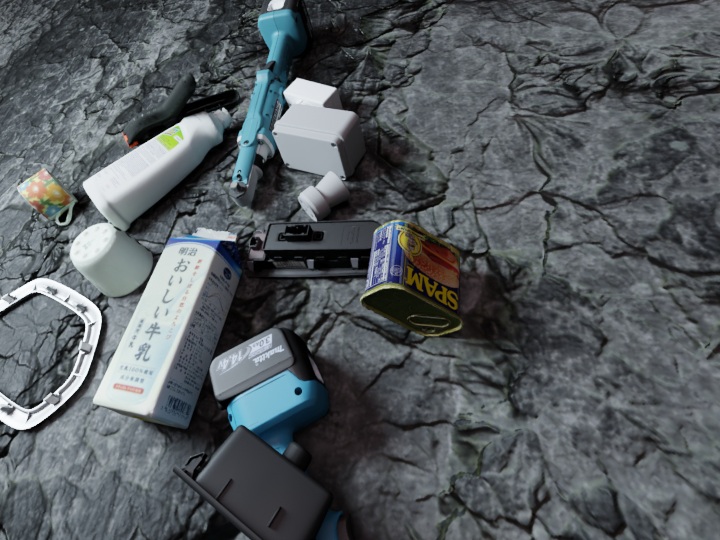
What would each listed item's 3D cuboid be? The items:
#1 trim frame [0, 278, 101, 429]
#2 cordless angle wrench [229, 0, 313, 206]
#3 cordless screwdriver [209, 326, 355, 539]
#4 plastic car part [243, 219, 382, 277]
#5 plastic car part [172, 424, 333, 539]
[{"bbox_3d":[-0.452,0.103,0.568,0.260,0.026,0.184,19,67,25],"label":"trim frame"},{"bbox_3d":[-0.150,-0.285,0.689,0.076,0.093,0.432,-2,62,14],"label":"cordless angle wrench"},{"bbox_3d":[-0.037,0.171,0.370,0.159,0.071,0.260,-24,59,1],"label":"cordless screwdriver"},{"bbox_3d":[-0.050,-0.033,0.511,0.208,0.064,0.067,2,52,15],"label":"plastic car part"},{"bbox_3d":[-0.070,0.162,0.319,0.121,0.064,0.071,23,59,19],"label":"plastic car part"}]
